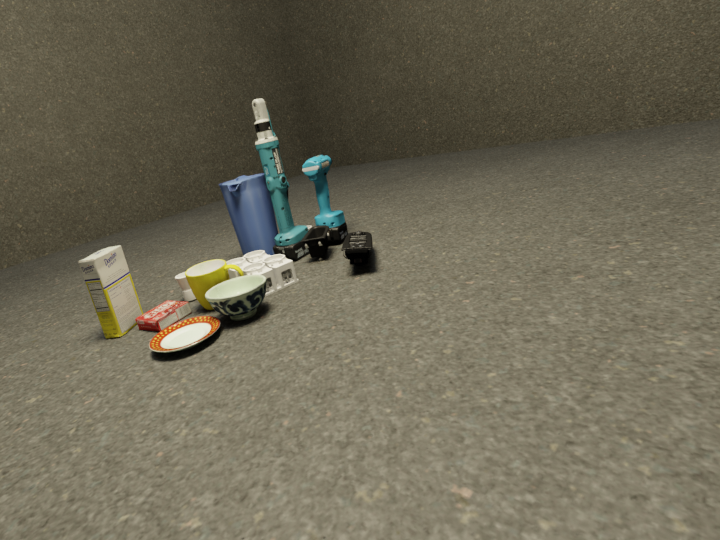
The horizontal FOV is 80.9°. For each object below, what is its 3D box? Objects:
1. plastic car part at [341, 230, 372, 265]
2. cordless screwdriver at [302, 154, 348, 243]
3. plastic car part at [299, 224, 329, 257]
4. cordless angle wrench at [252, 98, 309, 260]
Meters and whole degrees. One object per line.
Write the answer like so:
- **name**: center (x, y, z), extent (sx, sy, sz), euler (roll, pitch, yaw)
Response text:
- **plastic car part**: center (-0.002, -0.052, 0.992), extent (0.067, 0.065, 0.206), euler (-11, 19, 5)
- **cordless screwdriver**: center (-0.095, -0.207, 1.214), extent (0.076, 0.243, 0.158), euler (-6, 17, 19)
- **plastic car part**: center (-0.108, -0.071, 1.106), extent (0.067, 0.069, 0.117), euler (-9, 19, 11)
- **cordless angle wrench**: center (-0.220, -0.235, 1.114), extent (0.078, 0.414, 0.095), euler (-1, 19, 35)
